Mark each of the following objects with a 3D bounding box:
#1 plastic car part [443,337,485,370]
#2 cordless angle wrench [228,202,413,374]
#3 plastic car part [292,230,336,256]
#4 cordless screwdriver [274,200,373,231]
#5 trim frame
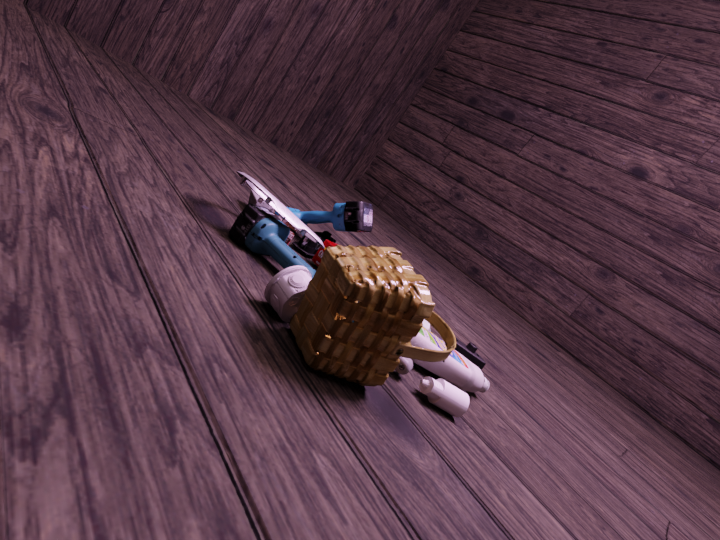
[{"bbox_3d":[0.220,0.185,0.924,0.118,0.071,0.065,33,14,6],"label":"plastic car part"},{"bbox_3d":[-0.073,0.032,0.777,0.439,0.074,0.094,41,13,20],"label":"cordless angle wrench"},{"bbox_3d":[-0.106,-0.070,1.088,0.068,0.067,0.197,44,17,9],"label":"plastic car part"},{"bbox_3d":[-0.089,-0.140,1.129,0.258,0.074,0.154,3,2,22],"label":"cordless screwdriver"},{"bbox_3d":[-0.170,-0.123,0.898,0.239,0.027,0.192,45,-8,-22],"label":"trim frame"}]
